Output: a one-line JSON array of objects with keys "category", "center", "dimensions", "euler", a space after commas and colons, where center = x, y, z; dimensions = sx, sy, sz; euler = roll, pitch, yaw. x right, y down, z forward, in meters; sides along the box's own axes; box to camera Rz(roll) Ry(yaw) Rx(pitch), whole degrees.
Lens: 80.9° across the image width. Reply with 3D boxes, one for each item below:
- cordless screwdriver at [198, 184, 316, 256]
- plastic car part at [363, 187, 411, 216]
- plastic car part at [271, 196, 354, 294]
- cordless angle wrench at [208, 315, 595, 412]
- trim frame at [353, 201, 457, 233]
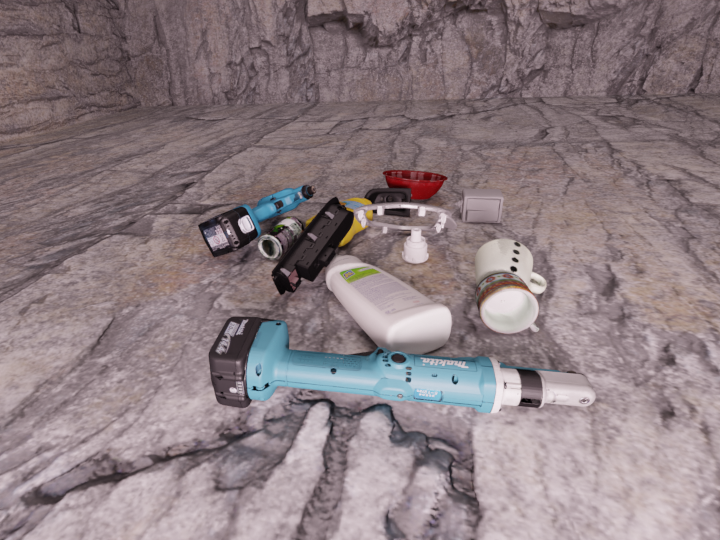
[{"category": "cordless screwdriver", "center": [-0.207, -0.119, 0.889], "dimensions": [0.165, 0.073, 0.245], "euler": [-14, 19, 32]}, {"category": "plastic car part", "center": [0.071, -0.168, 1.013], "dimensions": [0.121, 0.065, 0.069], "euler": [8, 15, 25]}, {"category": "plastic car part", "center": [-0.070, -0.046, 0.719], "dimensions": [0.070, 0.063, 0.203], "euler": [12, 56, 28]}, {"category": "cordless angle wrench", "center": [0.041, 0.120, 0.489], "dimensions": [0.429, 0.072, 0.099], "euler": [4, 29, 8]}, {"category": "trim frame", "center": [0.081, -0.091, 0.782], "dimensions": [0.187, 0.028, 0.243], "euler": [4, -6, 7]}]
